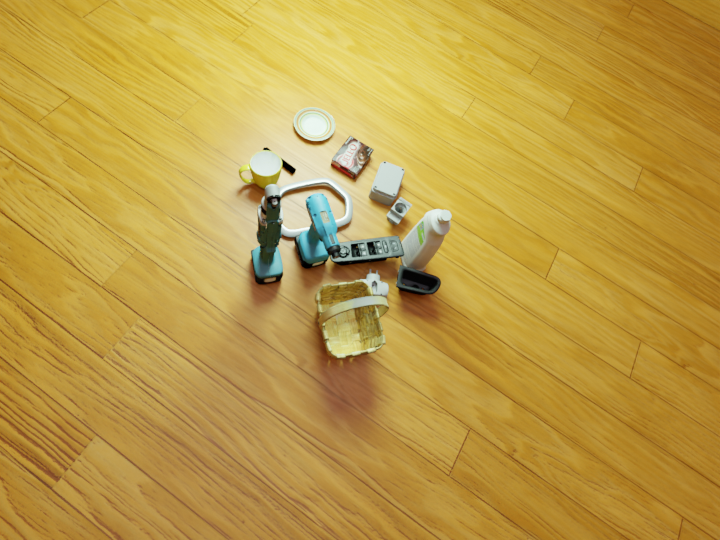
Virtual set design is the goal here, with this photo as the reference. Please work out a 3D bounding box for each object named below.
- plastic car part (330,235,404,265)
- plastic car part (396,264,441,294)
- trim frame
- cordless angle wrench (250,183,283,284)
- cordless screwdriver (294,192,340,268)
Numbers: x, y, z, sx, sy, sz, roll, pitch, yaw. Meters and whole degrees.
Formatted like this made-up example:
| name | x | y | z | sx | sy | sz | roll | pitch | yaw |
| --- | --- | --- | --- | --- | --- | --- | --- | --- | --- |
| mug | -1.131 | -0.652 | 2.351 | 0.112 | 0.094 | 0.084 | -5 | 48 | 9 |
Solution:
| name | x | y | z | sx | sy | sz | roll | pitch | yaw |
| --- | --- | --- | --- | --- | --- | --- | --- | --- | --- |
| plastic car part | 0.011 | -0.050 | 1.166 | 0.199 | 0.066 | 0.068 | -5 | 70 | -11 |
| plastic car part | 0.149 | 0.039 | 1.147 | 0.116 | 0.070 | 0.067 | 16 | 66 | -3 |
| trim frame | -0.142 | -0.180 | 1.220 | 0.244 | 0.027 | 0.189 | -15 | 70 | -14 |
| cordless angle wrench | -0.206 | -0.077 | 0.952 | 0.073 | 0.421 | 0.100 | -8 | 72 | -17 |
| cordless screwdriver | -0.103 | -0.068 | 1.058 | 0.073 | 0.247 | 0.163 | -14 | 73 | -18 |
